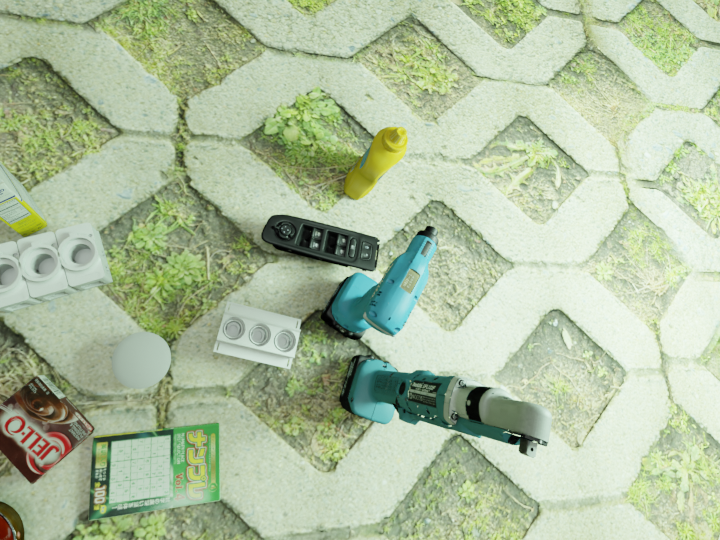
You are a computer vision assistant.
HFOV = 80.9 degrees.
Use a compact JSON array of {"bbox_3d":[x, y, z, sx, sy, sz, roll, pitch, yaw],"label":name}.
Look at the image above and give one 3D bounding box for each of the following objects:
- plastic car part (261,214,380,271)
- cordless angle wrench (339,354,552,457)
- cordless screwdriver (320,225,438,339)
[{"bbox_3d":[-0.072,-0.047,0.738,0.199,0.067,0.067,16,73,-10],"label":"plastic car part"},{"bbox_3d":[0.075,0.159,0.530,0.073,0.428,0.099,23,72,-13],"label":"cordless angle wrench"},{"bbox_3d":[0.028,0.026,0.647,0.073,0.252,0.159,35,70,-9],"label":"cordless screwdriver"}]
